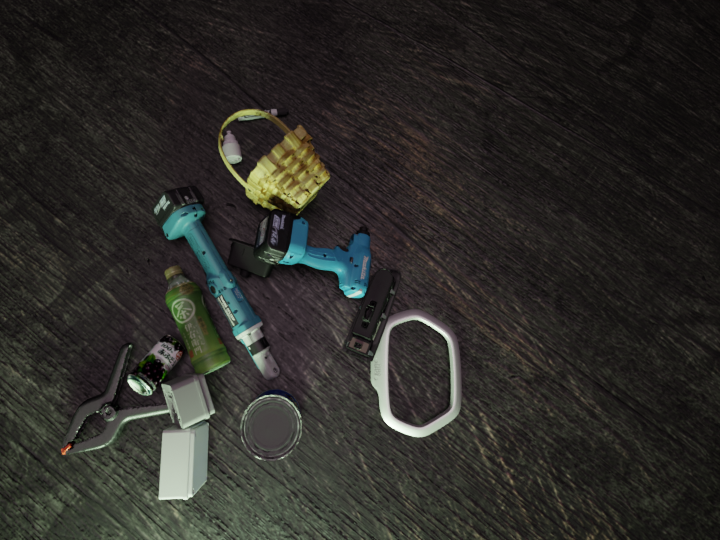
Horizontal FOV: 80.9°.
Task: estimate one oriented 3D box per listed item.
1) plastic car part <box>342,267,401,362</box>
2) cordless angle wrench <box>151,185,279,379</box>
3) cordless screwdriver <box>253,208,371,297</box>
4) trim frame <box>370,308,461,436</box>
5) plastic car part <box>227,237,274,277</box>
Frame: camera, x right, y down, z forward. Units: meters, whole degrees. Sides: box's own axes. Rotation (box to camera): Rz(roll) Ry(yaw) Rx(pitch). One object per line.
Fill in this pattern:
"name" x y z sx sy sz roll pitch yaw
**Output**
"plastic car part" 0.024 0.078 0.868 0.069 0.064 0.204 15 68 24
"cordless angle wrench" -0.277 0.028 0.849 0.072 0.100 0.427 -24 81 -51
"cordless screwdriver" -0.084 -0.055 0.860 0.239 0.076 0.162 22 61 -23
"trim frame" 0.113 0.203 0.859 0.183 0.027 0.252 2 76 -4
"plastic car part" -0.226 -0.019 0.886 0.117 0.065 0.071 15 89 3
